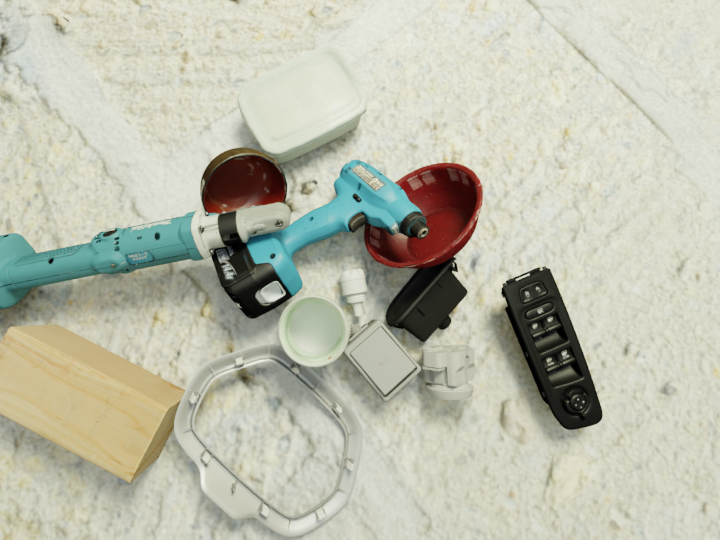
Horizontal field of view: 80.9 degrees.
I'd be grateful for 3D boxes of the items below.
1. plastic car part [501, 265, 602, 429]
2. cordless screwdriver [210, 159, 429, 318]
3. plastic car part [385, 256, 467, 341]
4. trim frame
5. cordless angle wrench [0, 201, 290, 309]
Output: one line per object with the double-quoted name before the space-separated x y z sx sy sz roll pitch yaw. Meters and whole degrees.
"plastic car part" 0.233 0.101 0.535 0.065 0.067 0.204 -22 86 -13
"cordless screwdriver" -0.051 -0.033 0.522 0.247 0.071 0.168 -35 48 -7
"plastic car part" 0.093 0.043 0.554 0.069 0.067 0.116 39 85 -12
"trim frame" -0.106 0.206 0.515 0.245 0.028 0.183 45 77 -6
"cordless angle wrench" -0.291 -0.024 0.510 0.426 0.071 0.101 -11 36 4
